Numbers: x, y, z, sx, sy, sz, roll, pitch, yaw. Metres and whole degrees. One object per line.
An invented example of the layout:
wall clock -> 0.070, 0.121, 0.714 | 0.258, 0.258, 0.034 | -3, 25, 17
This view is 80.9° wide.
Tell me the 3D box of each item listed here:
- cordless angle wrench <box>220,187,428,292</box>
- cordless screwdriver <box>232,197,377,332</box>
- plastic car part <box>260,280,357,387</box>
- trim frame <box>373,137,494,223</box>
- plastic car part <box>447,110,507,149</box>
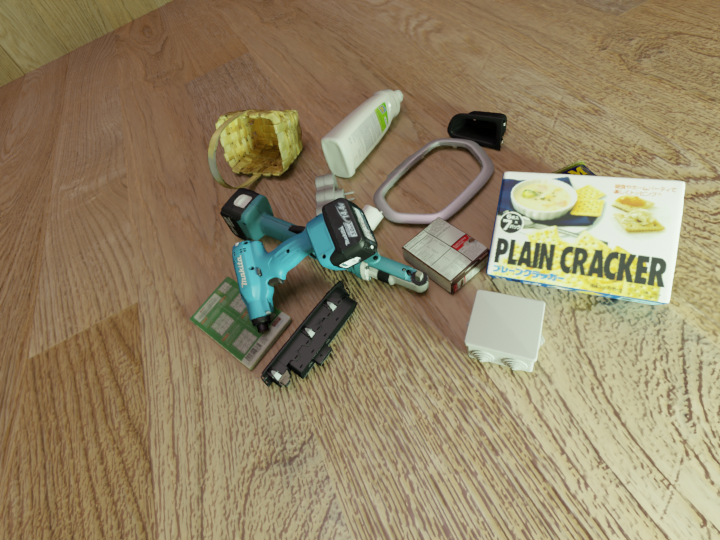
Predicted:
cordless angle wrench -> -0.075, -0.049, 0.769 | 0.444, 0.093, 0.074 | 22, 63, 28
cordless screwdriver -> -0.095, -0.006, 0.688 | 0.254, 0.071, 0.163 | -22, 72, 21
plastic car part -> -0.070, 0.101, 0.661 | 0.070, 0.064, 0.202 | 25, 65, 22
trim frame -> 0.139, -0.176, 0.819 | 0.247, 0.026, 0.195 | -46, 53, -14
plastic car part -> 0.245, -0.296, 0.855 | 0.069, 0.063, 0.123 | -35, 45, -29
